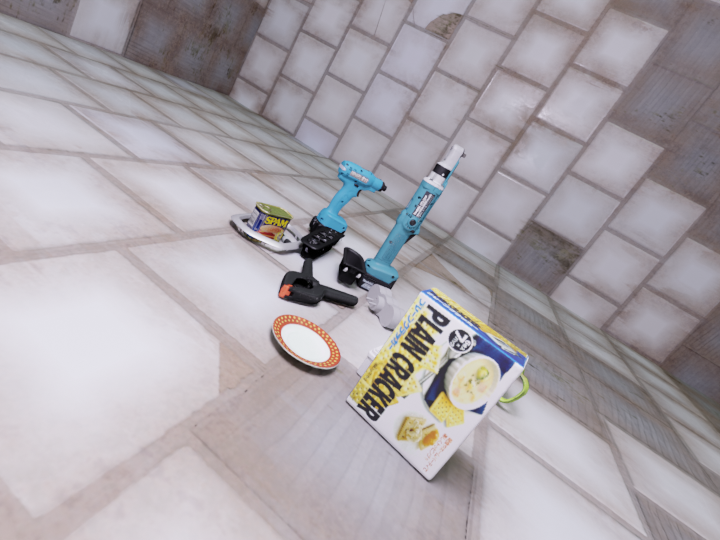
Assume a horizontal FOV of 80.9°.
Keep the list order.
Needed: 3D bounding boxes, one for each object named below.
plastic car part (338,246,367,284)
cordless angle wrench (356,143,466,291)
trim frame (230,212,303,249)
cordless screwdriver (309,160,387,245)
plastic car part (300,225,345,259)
[{"bbox_3d":[-0.030,-0.004,1.070,0.064,0.071,0.119,27,18,-14],"label":"plastic car part"},{"bbox_3d":[0.127,-0.126,1.067,0.096,0.422,0.076,28,18,-13],"label":"cordless angle wrench"},{"bbox_3d":[-0.234,-0.105,1.097,0.189,0.027,0.243,33,18,11],"label":"trim frame"},{"bbox_3d":[-0.040,-0.192,1.271,0.153,0.248,0.077,23,19,-24],"label":"cordless screwdriver"},{"bbox_3d":[-0.111,-0.073,1.135,0.068,0.067,0.199,33,18,7],"label":"plastic car part"}]
